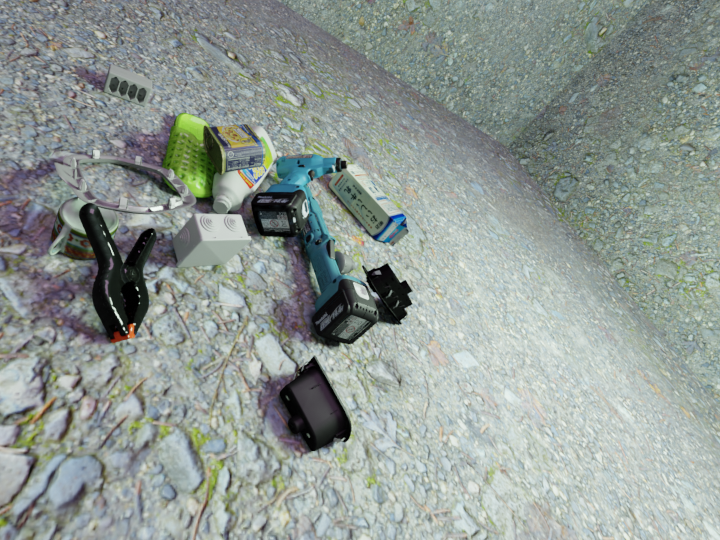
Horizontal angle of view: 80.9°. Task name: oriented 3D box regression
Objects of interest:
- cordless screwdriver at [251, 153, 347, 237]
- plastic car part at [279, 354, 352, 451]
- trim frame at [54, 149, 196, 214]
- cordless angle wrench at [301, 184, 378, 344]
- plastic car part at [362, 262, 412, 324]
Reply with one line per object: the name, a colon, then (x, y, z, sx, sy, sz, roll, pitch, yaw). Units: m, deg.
cordless screwdriver: (-0.119, -0.168, 0.863, 0.162, 0.071, 0.253, -1, 39, 11)
plastic car part: (-0.068, 0.189, 0.574, 0.068, 0.066, 0.121, -16, 63, -36)
trim frame: (-0.357, -0.139, 0.644, 0.176, 0.027, 0.263, -4, 32, -38)
cordless angle wrench: (-0.082, -0.053, 0.835, 0.070, 0.099, 0.443, 24, 29, -38)
plastic car part: (0.059, 0.040, 0.793, 0.192, 0.068, 0.069, 44, 25, -57)
